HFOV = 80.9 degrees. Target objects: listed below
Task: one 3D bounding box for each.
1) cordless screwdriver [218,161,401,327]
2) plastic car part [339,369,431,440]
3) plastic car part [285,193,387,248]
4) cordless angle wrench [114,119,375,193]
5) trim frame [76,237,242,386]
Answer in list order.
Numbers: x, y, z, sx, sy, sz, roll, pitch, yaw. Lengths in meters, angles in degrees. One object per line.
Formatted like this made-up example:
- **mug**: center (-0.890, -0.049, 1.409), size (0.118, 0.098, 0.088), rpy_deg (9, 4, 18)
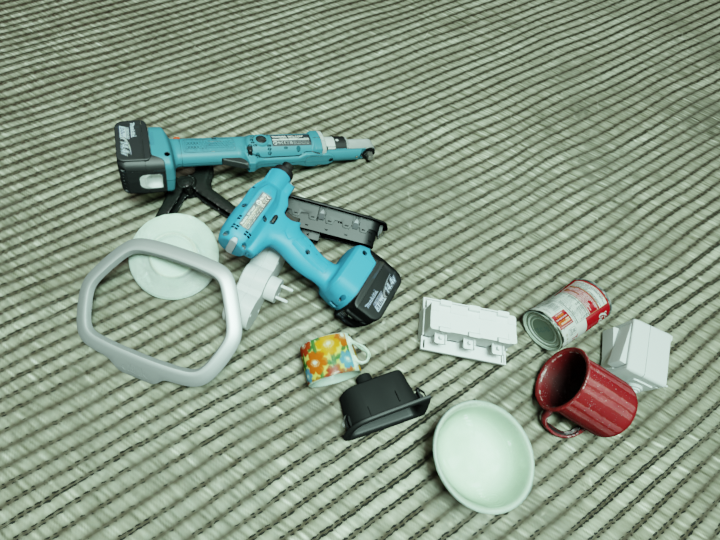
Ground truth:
- **cordless screwdriver**: center (-0.059, -0.039, 0.604), size (0.245, 0.075, 0.159), rpy_deg (34, 63, -8)
- **plastic car part**: center (0.023, 0.169, 0.558), size (0.115, 0.064, 0.074), rpy_deg (-14, 52, -9)
- **plastic car part**: center (-0.056, -0.077, 0.671), size (0.203, 0.065, 0.068), rpy_deg (11, 73, 1)
- **cordless angle wrench**: center (-0.168, -0.195, 0.698), size (0.411, 0.074, 0.102), rpy_deg (-9, 62, -21)
- **trim frame**: center (-0.275, 0.056, 0.575), size (0.253, 0.027, 0.185), rpy_deg (16, 80, 9)
